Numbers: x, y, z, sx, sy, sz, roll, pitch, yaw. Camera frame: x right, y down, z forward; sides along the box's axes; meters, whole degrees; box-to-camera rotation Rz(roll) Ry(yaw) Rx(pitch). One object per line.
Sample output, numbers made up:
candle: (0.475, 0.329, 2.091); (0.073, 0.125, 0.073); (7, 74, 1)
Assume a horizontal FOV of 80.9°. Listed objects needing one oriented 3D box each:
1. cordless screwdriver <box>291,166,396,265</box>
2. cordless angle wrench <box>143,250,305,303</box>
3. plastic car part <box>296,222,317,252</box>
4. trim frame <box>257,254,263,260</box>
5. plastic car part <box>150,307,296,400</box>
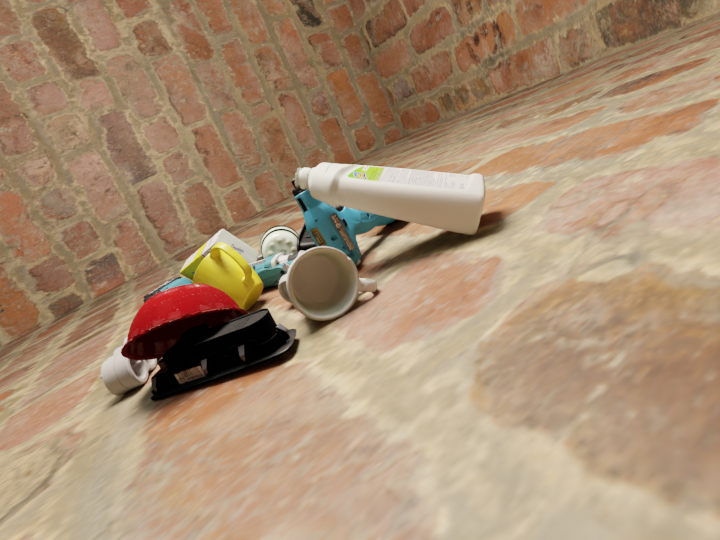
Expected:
cordless screwdriver: (-0.008, -0.115, 0.711); (0.076, 0.157, 0.244); (-26, 10, 41)
cordless angle wrench: (-0.232, 0.021, 0.796); (0.436, 0.073, 0.097); (-15, 18, 27)
plastic car part: (-0.080, -0.052, 0.814); (0.071, 0.064, 0.118); (-10, 20, 3)
trim frame: (-0.228, -0.022, 0.989); (0.256, 0.027, 0.183); (-15, 20, 27)
plastic car part: (-0.167, 0.092, 0.501); (0.208, 0.066, 0.065); (-17, 9, 20)
